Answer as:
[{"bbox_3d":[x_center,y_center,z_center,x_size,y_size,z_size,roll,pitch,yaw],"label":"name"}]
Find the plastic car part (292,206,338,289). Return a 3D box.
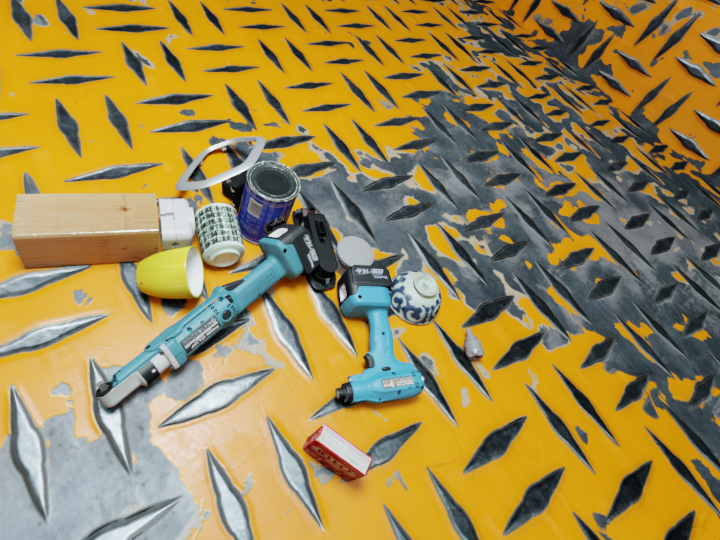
[{"bbox_3d":[-0.085,-0.056,0.873,0.063,0.068,0.210,7,55,-33],"label":"plastic car part"}]

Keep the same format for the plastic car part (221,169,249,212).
[{"bbox_3d":[-0.256,-0.190,0.911,0.073,0.064,0.116,22,46,11],"label":"plastic car part"}]

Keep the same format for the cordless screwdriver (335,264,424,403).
[{"bbox_3d":[0.008,0.114,0.775,0.154,0.074,0.257,-2,60,-23],"label":"cordless screwdriver"}]

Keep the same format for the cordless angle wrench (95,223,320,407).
[{"bbox_3d":[-0.237,0.066,0.706,0.078,0.094,0.417,9,42,43],"label":"cordless angle wrench"}]

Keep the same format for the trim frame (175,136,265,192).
[{"bbox_3d":[-0.287,-0.224,0.872,0.187,0.026,0.256,-12,37,9],"label":"trim frame"}]
